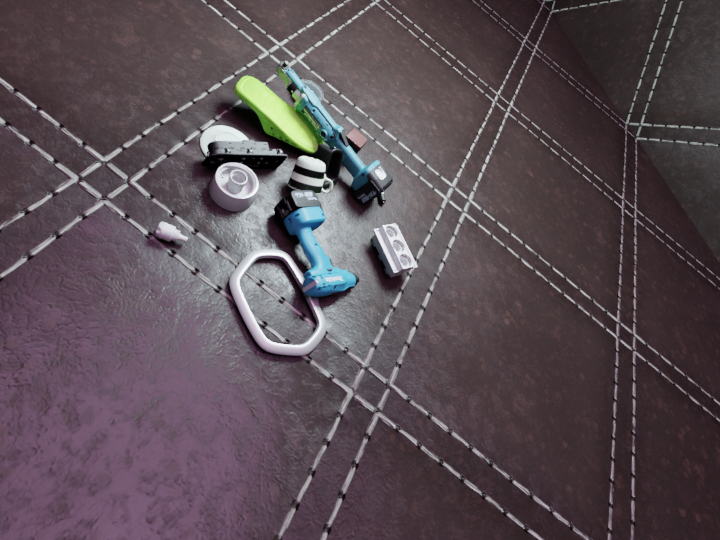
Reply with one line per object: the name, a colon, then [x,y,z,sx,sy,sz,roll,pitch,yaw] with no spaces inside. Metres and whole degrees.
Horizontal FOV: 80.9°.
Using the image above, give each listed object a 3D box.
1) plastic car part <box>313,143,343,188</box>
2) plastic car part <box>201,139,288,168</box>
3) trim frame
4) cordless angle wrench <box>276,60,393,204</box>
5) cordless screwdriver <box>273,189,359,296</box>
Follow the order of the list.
plastic car part: [-0.093,-0.280,1.094,0.074,0.114,0.064,38,47,24]
plastic car part: [-0.276,-0.277,1.000,0.195,0.068,0.067,-14,88,-36]
trim frame: [-0.171,0.064,0.895,0.178,0.028,0.255,-23,73,-35]
cordless angle wrench: [-0.081,-0.366,1.109,0.419,0.100,0.073,51,51,-5]
cordless screwdriver: [-0.096,-0.063,0.978,0.152,0.076,0.255,-4,66,-48]
